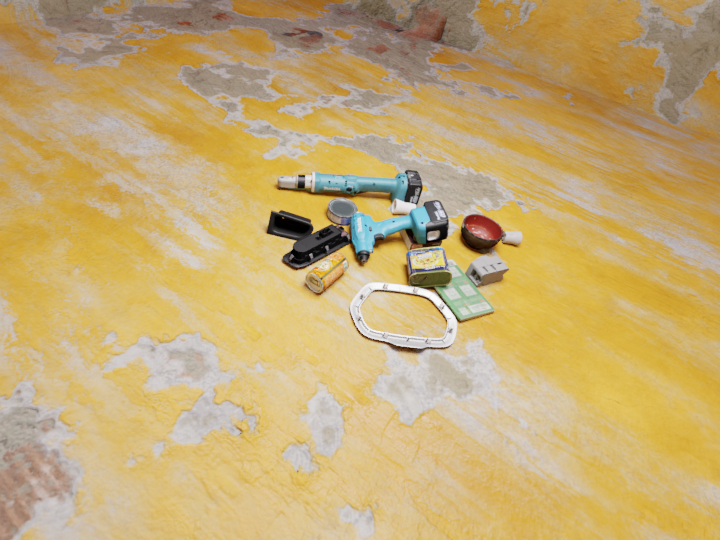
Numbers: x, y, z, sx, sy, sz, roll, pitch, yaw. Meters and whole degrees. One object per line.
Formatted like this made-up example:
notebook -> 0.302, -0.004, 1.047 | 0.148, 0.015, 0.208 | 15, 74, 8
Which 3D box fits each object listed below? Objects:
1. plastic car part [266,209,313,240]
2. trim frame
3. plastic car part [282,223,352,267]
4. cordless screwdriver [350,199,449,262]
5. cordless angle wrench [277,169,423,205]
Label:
plastic car part -> -0.180, -0.125, 1.116 | 0.116, 0.065, 0.072 | 14, 29, -4
trim frame -> 0.100, 0.099, 0.961 | 0.246, 0.027, 0.189 | 9, 44, -6
plastic car part -> -0.105, -0.068, 1.069 | 0.198, 0.066, 0.069 | -33, 68, -34
cordless screwdriver -> 0.100, -0.097, 1.096 | 0.251, 0.071, 0.165 | -8, 49, 5
cordless angle wrench -> -0.034, -0.255, 1.256 | 0.420, 0.095, 0.077 | 3, 48, -5
